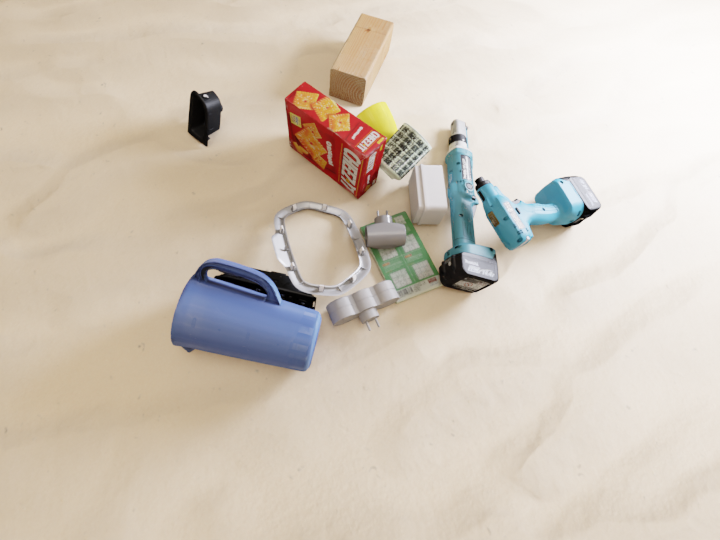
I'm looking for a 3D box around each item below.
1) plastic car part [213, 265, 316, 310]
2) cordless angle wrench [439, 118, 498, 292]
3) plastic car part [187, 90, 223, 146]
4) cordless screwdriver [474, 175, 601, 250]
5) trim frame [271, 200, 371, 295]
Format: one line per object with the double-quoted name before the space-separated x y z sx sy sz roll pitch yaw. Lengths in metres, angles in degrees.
"plastic car part" -0.182 0.029 0.810 0.204 0.065 0.068 9 57 1
"cordless angle wrench" 0.218 -0.164 0.905 0.095 0.075 0.432 13 61 -18
"plastic car part" -0.343 -0.353 0.954 0.067 0.116 0.070 39 46 10
"cordless screwdriver" 0.357 -0.143 0.870 0.242 0.074 0.164 -17 70 -24
"trim frame" -0.082 -0.054 0.839 0.180 0.027 0.259 -11 54 -15
